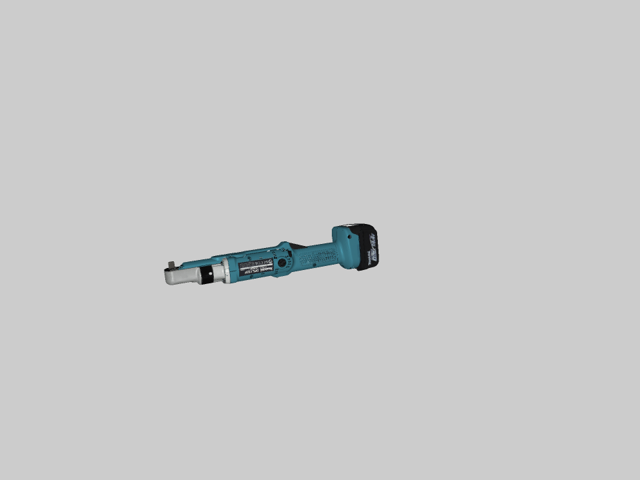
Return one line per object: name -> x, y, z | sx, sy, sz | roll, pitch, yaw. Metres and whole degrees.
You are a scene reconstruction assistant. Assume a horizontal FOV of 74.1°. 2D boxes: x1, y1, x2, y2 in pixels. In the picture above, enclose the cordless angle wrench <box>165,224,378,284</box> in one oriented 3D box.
cordless angle wrench -> -0.083, 0.039, 0.833 | 0.422, 0.098, 0.074 | -9, 9, -25
